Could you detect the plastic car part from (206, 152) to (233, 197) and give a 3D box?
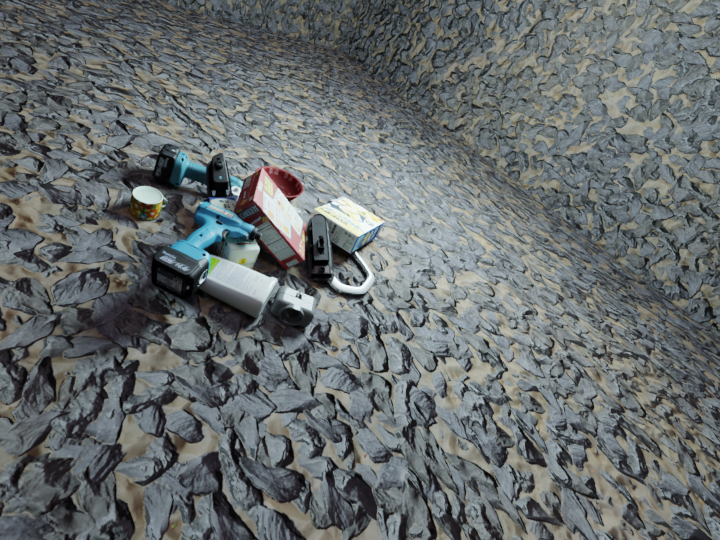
[{"bbox_3d":[-0.372,-0.258,1.110,0.064,0.072,0.119,-5,76,-22],"label":"plastic car part"}]

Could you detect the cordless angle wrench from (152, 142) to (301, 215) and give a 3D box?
[{"bbox_3d":[-0.364,-0.234,1.206,0.409,0.098,0.077,20,32,-18],"label":"cordless angle wrench"}]

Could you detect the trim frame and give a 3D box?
[{"bbox_3d":[-0.063,-0.024,1.193,0.176,0.027,0.261,-6,48,-41],"label":"trim frame"}]

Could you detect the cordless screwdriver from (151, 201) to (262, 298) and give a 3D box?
[{"bbox_3d":[-0.320,-0.046,0.899,0.159,0.073,0.252,21,40,-3],"label":"cordless screwdriver"}]

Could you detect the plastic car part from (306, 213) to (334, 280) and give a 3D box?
[{"bbox_3d":[-0.111,-0.073,1.135,0.066,0.065,0.210,-5,56,-3],"label":"plastic car part"}]
